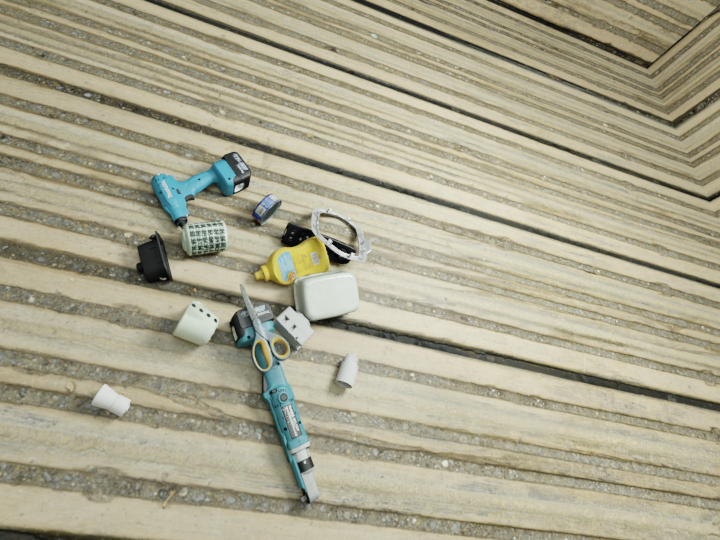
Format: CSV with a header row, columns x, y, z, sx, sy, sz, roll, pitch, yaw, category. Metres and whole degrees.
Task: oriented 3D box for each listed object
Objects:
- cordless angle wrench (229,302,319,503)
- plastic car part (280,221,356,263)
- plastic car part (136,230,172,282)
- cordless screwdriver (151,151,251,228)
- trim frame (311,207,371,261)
x,y,z,sx,sy,sz,roll,pitch,yaw,category
-0.179,0.283,0.933,0.095,0.075,0.435,-15,70,-28,cordless angle wrench
-0.114,-0.074,1.163,0.201,0.066,0.068,22,14,-6,plastic car part
-0.493,-0.023,0.998,0.070,0.065,0.120,-15,72,-12,plastic car part
-0.408,-0.214,1.126,0.243,0.074,0.163,-27,75,-26,cordless screwdriver
-0.052,-0.104,1.158,0.179,0.027,0.255,26,25,-16,trim frame
